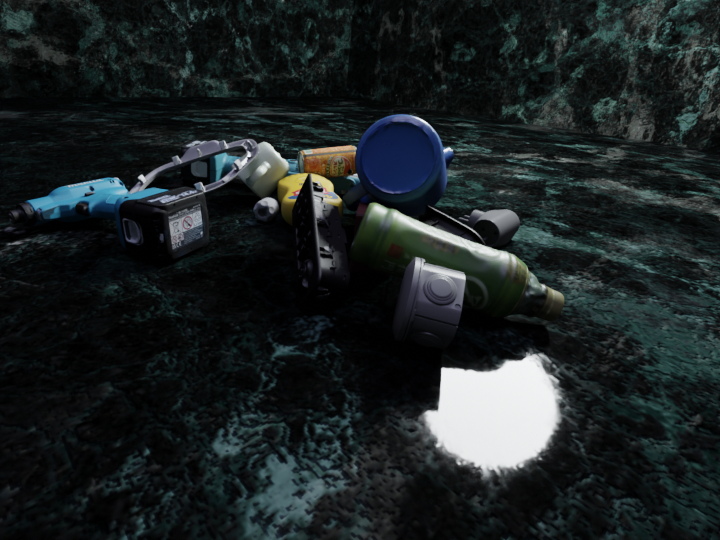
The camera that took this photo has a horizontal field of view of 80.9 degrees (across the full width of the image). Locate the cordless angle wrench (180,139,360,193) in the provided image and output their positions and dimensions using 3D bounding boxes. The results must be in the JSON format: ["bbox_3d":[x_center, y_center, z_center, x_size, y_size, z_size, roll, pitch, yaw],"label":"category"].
[{"bbox_3d":[-0.137,-0.191,0.837,0.425,0.073,0.099,8,25,2],"label":"cordless angle wrench"}]

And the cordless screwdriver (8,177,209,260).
[{"bbox_3d":[-0.335,-0.074,0.567,0.261,0.073,0.155,14,28,28],"label":"cordless screwdriver"}]

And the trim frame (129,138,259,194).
[{"bbox_3d":[-0.288,-0.169,0.718,0.253,0.026,0.190,-15,39,12],"label":"trim frame"}]

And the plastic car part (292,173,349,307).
[{"bbox_3d":[-0.049,-0.032,0.506,0.064,0.066,0.210,23,33,-23],"label":"plastic car part"}]

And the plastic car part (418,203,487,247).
[{"bbox_3d":[0.102,-0.029,0.557,0.069,0.063,0.123,-24,38,-20],"label":"plastic car part"}]
